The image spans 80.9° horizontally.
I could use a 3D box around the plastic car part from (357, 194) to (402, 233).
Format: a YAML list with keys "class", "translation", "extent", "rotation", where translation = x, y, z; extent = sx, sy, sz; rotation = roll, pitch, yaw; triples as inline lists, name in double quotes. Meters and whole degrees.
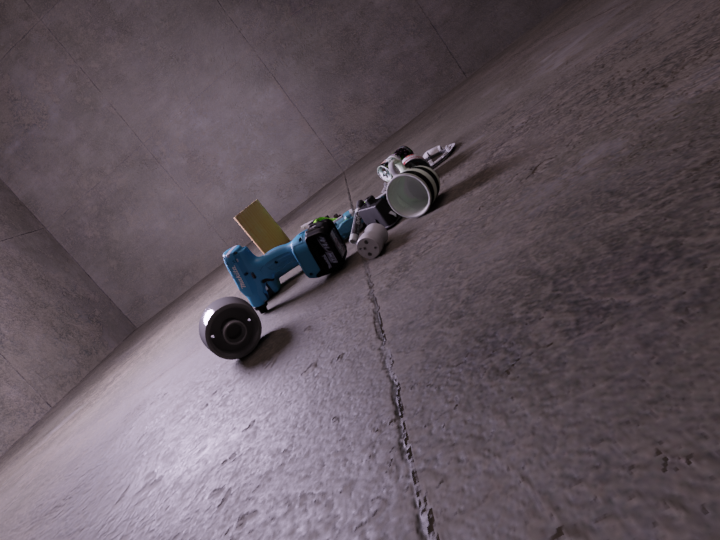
- class: "plastic car part"
  translation: [0.034, -0.122, 0.878]
  extent: [0.065, 0.070, 0.119]
  rotation: [-42, 12, -14]

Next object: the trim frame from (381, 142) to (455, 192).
- class: "trim frame"
  translation: [0.149, -0.279, 1.149]
  extent: [0.182, 0.027, 0.256]
  rotation: [-45, 15, -26]

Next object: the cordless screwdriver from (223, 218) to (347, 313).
- class: "cordless screwdriver"
  translation: [-0.148, -0.002, 0.870]
  extent: [0.255, 0.154, 0.075]
  rotation: [-16, 21, 19]

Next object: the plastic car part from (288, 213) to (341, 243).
- class: "plastic car part"
  translation: [-0.133, -0.104, 1.219]
  extent: [0.204, 0.065, 0.068]
  rotation: [-37, 20, 13]

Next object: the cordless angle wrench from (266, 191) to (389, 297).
- class: "cordless angle wrench"
  translation: [-0.100, -0.065, 1.019]
  extent: [0.426, 0.073, 0.099]
  rotation: [-33, 14, 9]
